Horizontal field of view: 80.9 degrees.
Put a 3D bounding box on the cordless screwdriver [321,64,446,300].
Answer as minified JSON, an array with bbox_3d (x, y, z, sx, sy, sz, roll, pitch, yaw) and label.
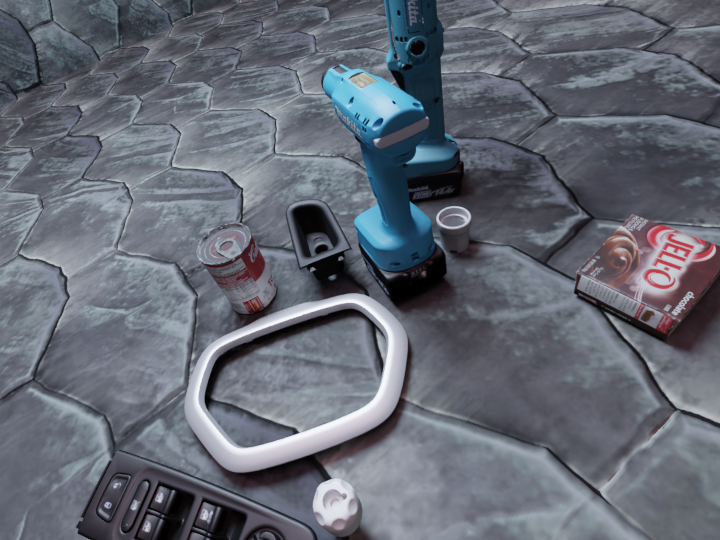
[{"bbox_3d":[0.020,-0.094,0.461,0.074,0.237,0.168,-25,46,-9],"label":"cordless screwdriver"}]

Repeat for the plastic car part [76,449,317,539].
[{"bbox_3d":[-0.130,0.215,0.346,0.210,0.064,0.067,5,49,22],"label":"plastic car part"}]

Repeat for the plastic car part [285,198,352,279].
[{"bbox_3d":[-0.054,-0.035,0.550,0.066,0.068,0.122,-21,45,-3],"label":"plastic car part"}]

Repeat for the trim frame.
[{"bbox_3d":[-0.069,0.106,0.453,0.248,0.026,0.193,-22,45,-1],"label":"trim frame"}]

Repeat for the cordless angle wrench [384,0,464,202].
[{"bbox_3d":[0.062,-0.264,0.488,0.100,0.404,0.076,-6,46,10],"label":"cordless angle wrench"}]
